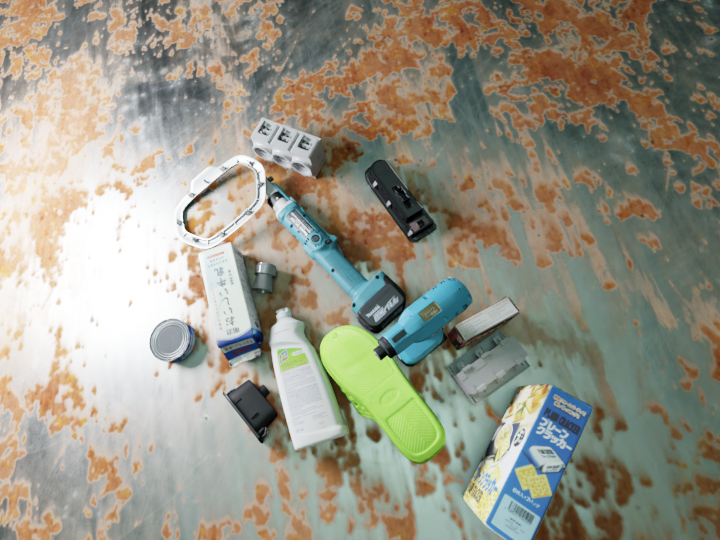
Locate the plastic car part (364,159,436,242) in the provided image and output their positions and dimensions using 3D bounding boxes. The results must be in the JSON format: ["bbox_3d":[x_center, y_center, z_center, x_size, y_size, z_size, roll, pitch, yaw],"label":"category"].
[{"bbox_3d":[0.075,-0.158,0.889,0.066,0.064,0.211,-34,67,2],"label":"plastic car part"}]

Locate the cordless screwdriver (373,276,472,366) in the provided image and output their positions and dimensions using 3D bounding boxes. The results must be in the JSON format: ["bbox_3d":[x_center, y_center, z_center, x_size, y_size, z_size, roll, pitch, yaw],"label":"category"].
[{"bbox_3d":[0.084,0.106,0.690,0.158,0.242,0.077,-36,73,-12],"label":"cordless screwdriver"}]

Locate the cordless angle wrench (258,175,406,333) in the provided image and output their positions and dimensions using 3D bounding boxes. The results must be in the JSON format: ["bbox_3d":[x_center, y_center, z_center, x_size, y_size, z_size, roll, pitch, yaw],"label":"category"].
[{"bbox_3d":[-0.085,-0.056,0.871,0.097,0.072,0.440,-41,68,-9],"label":"cordless angle wrench"}]

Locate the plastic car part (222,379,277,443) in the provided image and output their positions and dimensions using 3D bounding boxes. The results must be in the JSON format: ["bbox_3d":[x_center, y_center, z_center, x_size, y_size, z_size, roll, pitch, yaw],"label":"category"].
[{"bbox_3d":[-0.197,0.249,0.786,0.070,0.064,0.121,-35,66,-22],"label":"plastic car part"}]

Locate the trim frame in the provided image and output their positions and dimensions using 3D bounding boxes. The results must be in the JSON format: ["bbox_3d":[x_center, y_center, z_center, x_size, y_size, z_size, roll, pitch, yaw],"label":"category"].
[{"bbox_3d":[-0.316,-0.157,0.944,0.249,0.026,0.193,-40,62,4],"label":"trim frame"}]
